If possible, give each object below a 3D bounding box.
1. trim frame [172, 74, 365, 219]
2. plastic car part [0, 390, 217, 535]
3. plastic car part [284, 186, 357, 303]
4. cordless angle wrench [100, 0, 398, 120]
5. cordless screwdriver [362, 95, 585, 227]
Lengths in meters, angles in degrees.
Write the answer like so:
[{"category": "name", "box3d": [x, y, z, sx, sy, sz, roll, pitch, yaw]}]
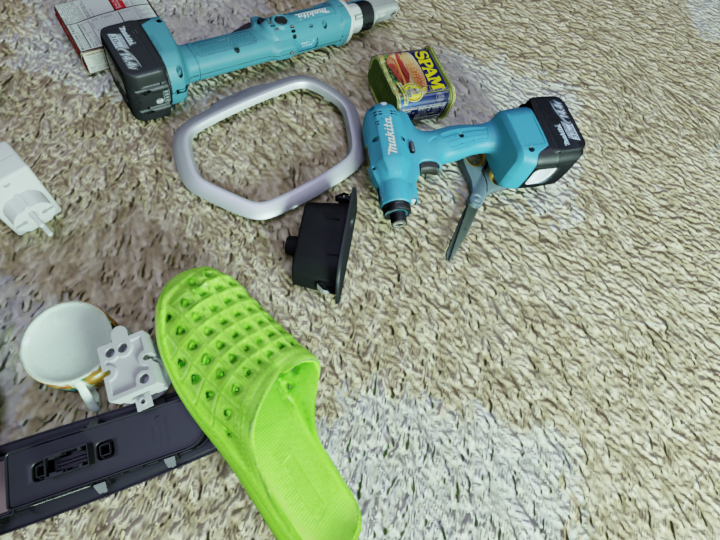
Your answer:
[{"category": "trim frame", "box3d": [-0.106, -0.160, 0.521, 0.245, 0.027, 0.188, -35, 77, -21]}, {"category": "plastic car part", "box3d": [-0.209, 0.146, 0.346, 0.198, 0.066, 0.069, -13, 63, -19]}, {"category": "plastic car part", "box3d": [-0.045, -0.029, 0.460, 0.072, 0.064, 0.118, 10, 67, 8]}, {"category": "cordless angle wrench", "box3d": [-0.113, -0.313, 0.567, 0.414, 0.074, 0.100, -29, 76, -23]}, {"category": "cordless screwdriver", "box3d": [0.132, -0.131, 0.511, 0.247, 0.073, 0.163, -4, 66, -4]}]
